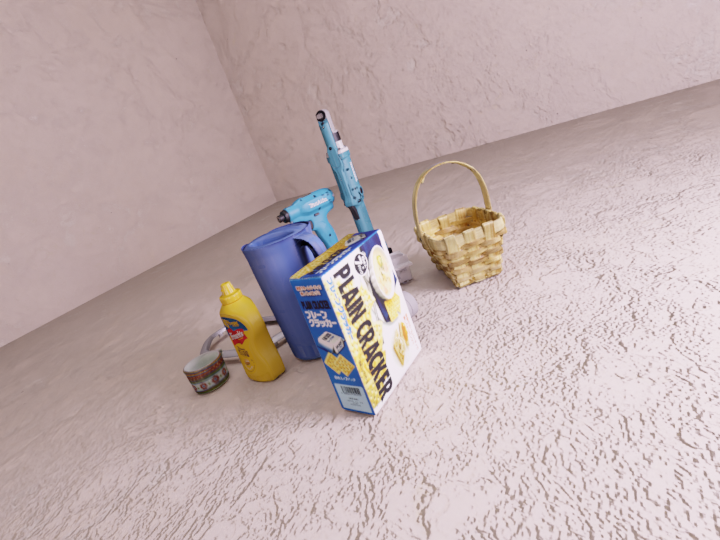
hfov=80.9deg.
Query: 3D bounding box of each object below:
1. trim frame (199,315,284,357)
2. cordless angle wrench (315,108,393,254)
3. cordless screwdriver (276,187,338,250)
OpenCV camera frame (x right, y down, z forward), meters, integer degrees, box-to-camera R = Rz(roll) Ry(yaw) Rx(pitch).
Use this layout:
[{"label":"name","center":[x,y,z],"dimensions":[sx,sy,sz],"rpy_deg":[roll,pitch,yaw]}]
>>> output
[{"label":"trim frame","center":[-0.255,0.148,0.962],"dimensions":[0.257,0.027,0.183],"rpy_deg":[-12,20,26]},{"label":"cordless angle wrench","center":[-0.022,-0.187,1.037],"dimensions":[0.077,0.414,0.097],"rpy_deg":[-13,16,28]},{"label":"cordless screwdriver","center":[-0.104,-0.068,1.059],"dimensions":[0.155,0.243,0.078],"rpy_deg":[-29,17,-30]}]
